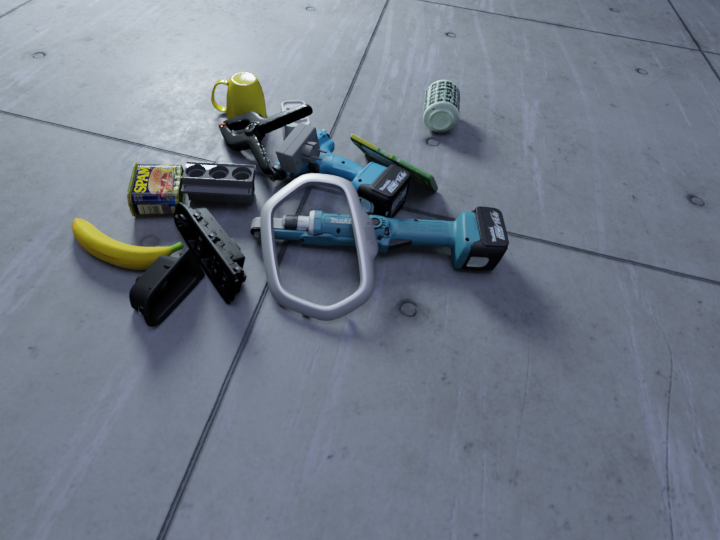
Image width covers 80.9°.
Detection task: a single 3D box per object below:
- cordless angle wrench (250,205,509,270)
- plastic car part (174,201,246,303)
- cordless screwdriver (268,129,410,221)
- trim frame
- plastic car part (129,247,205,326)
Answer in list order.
[{"bbox_3d":[0.023,-0.065,0.724,0.424,0.072,0.100,4,57,1],"label":"cordless angle wrench"},{"bbox_3d":[-0.241,-0.044,0.689,0.065,0.065,0.212,-27,59,-36],"label":"plastic car part"},{"bbox_3d":[-0.043,-0.174,0.801,0.260,0.072,0.157,33,58,23],"label":"cordless screwdriver"},{"bbox_3d":[-0.066,-0.043,0.677,0.185,0.027,0.255,-12,71,2],"label":"trim frame"},{"bbox_3d":[-0.306,0.020,0.641,0.074,0.063,0.116,18,55,26],"label":"plastic car part"}]
